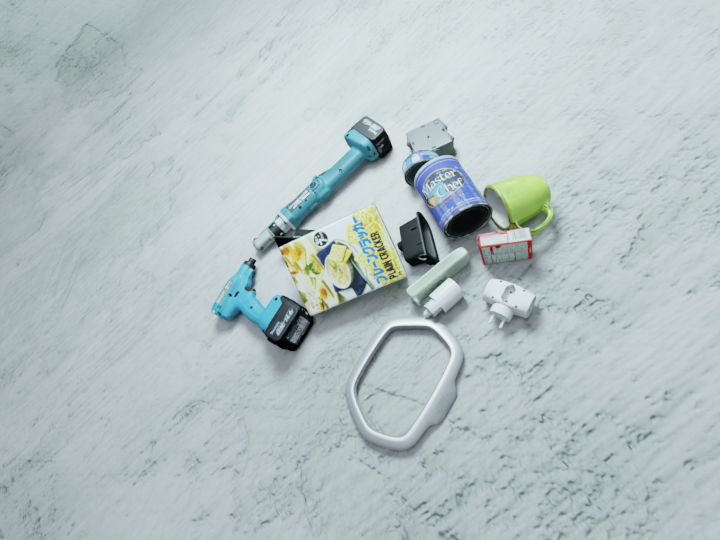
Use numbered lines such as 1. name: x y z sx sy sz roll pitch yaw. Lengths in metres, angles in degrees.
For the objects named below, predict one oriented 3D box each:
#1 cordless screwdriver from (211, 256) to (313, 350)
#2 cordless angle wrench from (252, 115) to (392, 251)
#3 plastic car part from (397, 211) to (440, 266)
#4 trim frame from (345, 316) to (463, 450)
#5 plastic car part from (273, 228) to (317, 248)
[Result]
1. cordless screwdriver: -0.215 0.067 0.948 0.262 0.070 0.159 19 73 35
2. cordless angle wrench: -0.105 -0.198 1.041 0.423 0.070 0.103 -44 55 1
3. plastic car part: 0.112 -0.056 0.872 0.072 0.062 0.121 -28 52 25
4. trim frame: 0.078 0.196 0.769 0.194 0.026 0.248 25 75 34
5. plastic car part: -0.095 -0.062 0.971 0.212 0.063 0.067 9 43 29
